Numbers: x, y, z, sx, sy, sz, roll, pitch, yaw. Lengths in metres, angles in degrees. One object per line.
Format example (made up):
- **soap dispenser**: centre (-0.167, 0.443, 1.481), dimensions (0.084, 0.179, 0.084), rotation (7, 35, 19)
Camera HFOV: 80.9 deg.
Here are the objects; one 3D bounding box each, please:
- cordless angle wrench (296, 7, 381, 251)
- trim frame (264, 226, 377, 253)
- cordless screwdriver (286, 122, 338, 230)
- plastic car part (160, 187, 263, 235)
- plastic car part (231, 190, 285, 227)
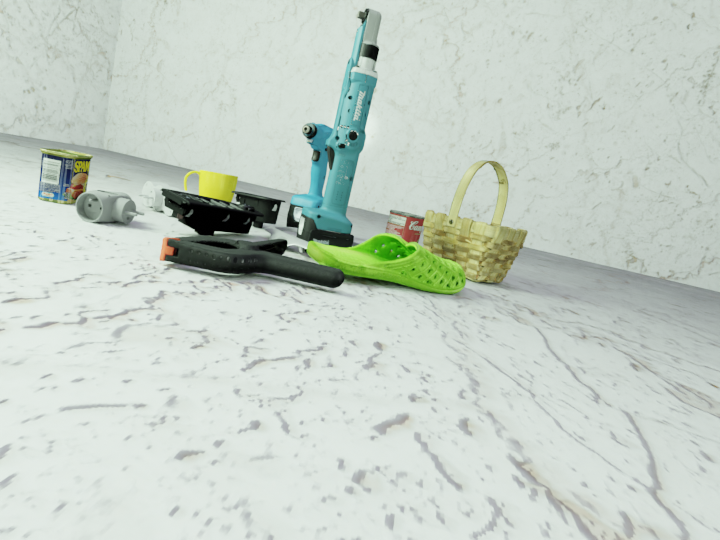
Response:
- **cordless angle wrench**: centre (-0.023, -0.235, 0.744), dimensions (0.095, 0.420, 0.077), rotation (10, 9, -19)
- **trim frame**: centre (-0.077, -0.050, 0.785), dimensions (0.175, 0.027, 0.263), rotation (4, 14, -38)
- **cordless screwdriver**: centre (-0.111, -0.208, 0.963), dimensions (0.077, 0.247, 0.154), rotation (16, 10, 18)
- **plastic car part**: centre (-0.239, -0.091, 0.709), dimensions (0.069, 0.066, 0.195), rotation (18, 12, 25)
- **plastic car part**: centre (-0.219, -0.128, 0.904), dimensions (0.123, 0.070, 0.063), rotation (20, 12, 36)
